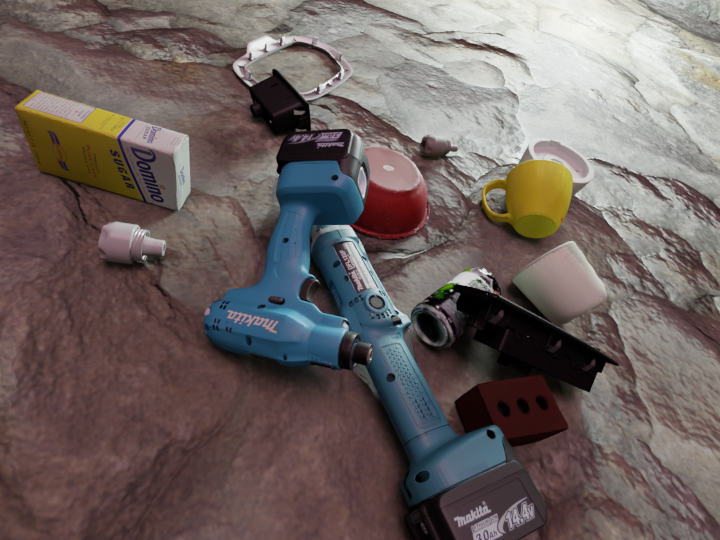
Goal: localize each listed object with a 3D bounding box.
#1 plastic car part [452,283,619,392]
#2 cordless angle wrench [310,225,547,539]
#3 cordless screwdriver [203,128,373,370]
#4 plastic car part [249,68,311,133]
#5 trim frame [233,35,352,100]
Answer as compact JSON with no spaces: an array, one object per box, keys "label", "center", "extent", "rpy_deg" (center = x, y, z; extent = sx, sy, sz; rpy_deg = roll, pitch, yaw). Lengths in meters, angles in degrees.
[{"label":"plastic car part","center":[0.184,0.078,0.437],"extent":[0.196,0.068,0.067],"rpy_deg":[22,80,-20]},{"label":"cordless angle wrench","center":[0.012,0.049,0.442],"extent":[0.095,0.073,0.443],"rpy_deg":[-11,54,-24]},{"label":"cordless screwdriver","center":[-0.042,-0.027,0.426],"extent":[0.165,0.071,0.251],"rpy_deg":[7,63,21]},{"label":"plastic car part","center":[-0.134,-0.256,0.659],"extent":[0.070,0.064,0.122],"rpy_deg":[-31,63,-18]},{"label":"trim frame","center":[-0.121,-0.383,0.783],"extent":[0.189,0.027,0.246],"rpy_deg":[31,53,12]}]
